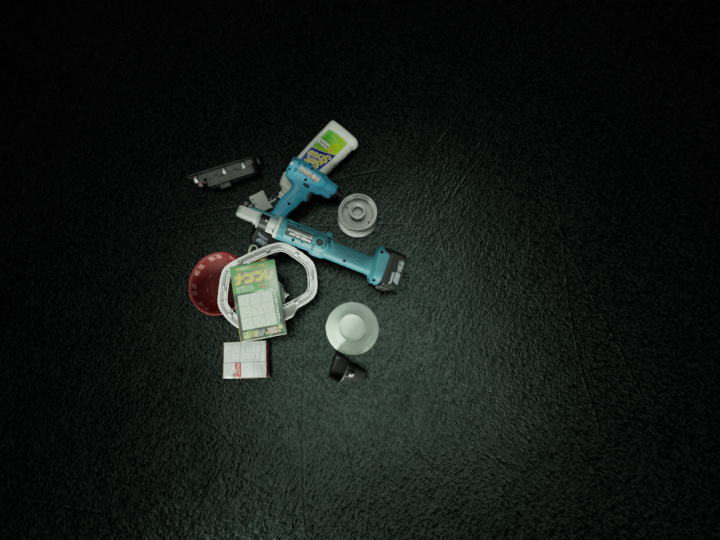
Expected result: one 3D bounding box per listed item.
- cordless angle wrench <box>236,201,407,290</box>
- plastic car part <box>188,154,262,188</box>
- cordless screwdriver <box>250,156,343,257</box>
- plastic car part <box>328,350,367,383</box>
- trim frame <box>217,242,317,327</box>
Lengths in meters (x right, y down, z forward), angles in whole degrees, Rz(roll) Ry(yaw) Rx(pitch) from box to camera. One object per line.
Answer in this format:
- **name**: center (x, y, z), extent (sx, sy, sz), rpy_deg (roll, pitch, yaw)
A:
- **cordless angle wrench**: center (-0.100, -0.065, 1.020), extent (0.420, 0.074, 0.098), rpy_deg (22, 78, -4)
- **plastic car part**: center (-0.362, -0.266, 1.159), extent (0.203, 0.066, 0.067), rpy_deg (-21, 87, 0)
- **cordless screwdriver**: center (-0.165, -0.147, 1.082), extent (0.155, 0.076, 0.249), rpy_deg (31, 89, -13)
- **plastic car part**: center (-0.023, 0.234, 0.977), extent (0.069, 0.119, 0.066), rpy_deg (20, 81, -18)
- **trim frame**: center (-0.224, 0.038, 1.017), extent (0.246, 0.027, 0.186), rpy_deg (-24, 84, -8)
